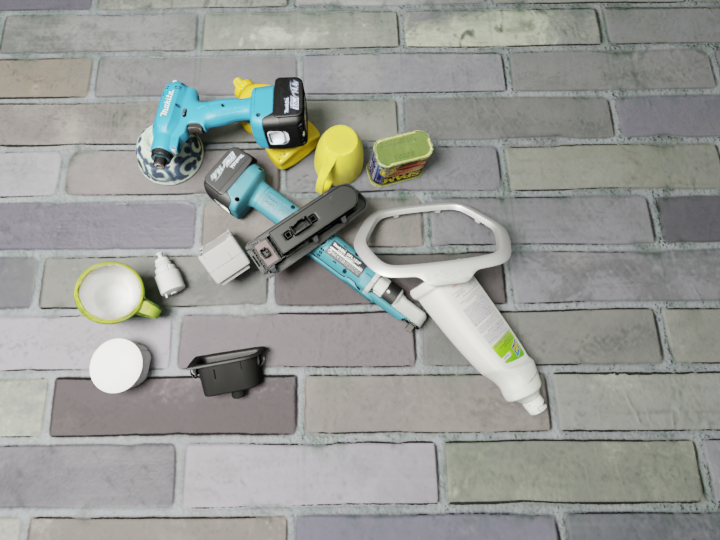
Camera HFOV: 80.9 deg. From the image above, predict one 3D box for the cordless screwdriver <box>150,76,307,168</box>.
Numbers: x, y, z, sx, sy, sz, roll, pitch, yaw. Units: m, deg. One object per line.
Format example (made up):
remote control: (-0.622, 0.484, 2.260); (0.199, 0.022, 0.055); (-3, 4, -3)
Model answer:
cordless screwdriver: (-0.210, -0.231, 0.676); (0.251, 0.072, 0.163); (1, 65, 6)

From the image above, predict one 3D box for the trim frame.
trim frame: (0.113, -0.049, 0.678); (0.246, 0.026, 0.192); (-7, 43, -6)

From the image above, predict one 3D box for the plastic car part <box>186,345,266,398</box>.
plastic car part: (-0.202, 0.164, 0.659); (0.116, 0.067, 0.071); (-6, 93, -6)

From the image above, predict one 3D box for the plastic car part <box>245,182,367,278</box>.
plastic car part: (-0.079, -0.074, 0.648); (0.201, 0.066, 0.068); (-35, 79, -13)

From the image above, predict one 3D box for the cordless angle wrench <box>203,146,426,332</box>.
cordless angle wrench: (-0.069, -0.045, 0.702); (0.428, 0.073, 0.098); (37, 79, 6)
